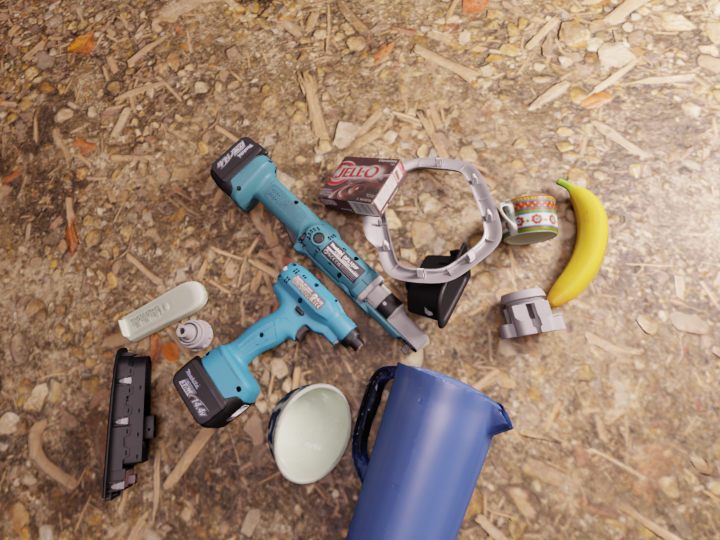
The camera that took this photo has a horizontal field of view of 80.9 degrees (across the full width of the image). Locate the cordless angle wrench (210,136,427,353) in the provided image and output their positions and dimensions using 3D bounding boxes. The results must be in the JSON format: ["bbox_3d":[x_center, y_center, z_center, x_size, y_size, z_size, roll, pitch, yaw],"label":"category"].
[{"bbox_3d":[-0.063,-0.041,0.648,0.098,0.072,0.437,-44,73,-7],"label":"cordless angle wrench"}]

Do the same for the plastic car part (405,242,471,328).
[{"bbox_3d":[0.101,0.019,0.591,0.075,0.063,0.116,11,48,36],"label":"plastic car part"}]

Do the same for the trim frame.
[{"bbox_3d":[0.095,-0.086,0.615,0.188,0.026,0.257,-14,52,13],"label":"trim frame"}]

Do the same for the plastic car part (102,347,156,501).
[{"bbox_3d":[-0.332,0.210,0.611,0.066,0.065,0.208,-9,70,-6],"label":"plastic car part"}]

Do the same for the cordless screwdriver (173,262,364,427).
[{"bbox_3d":[-0.127,0.122,0.602,0.247,0.072,0.165,-44,71,-10],"label":"cordless screwdriver"}]
